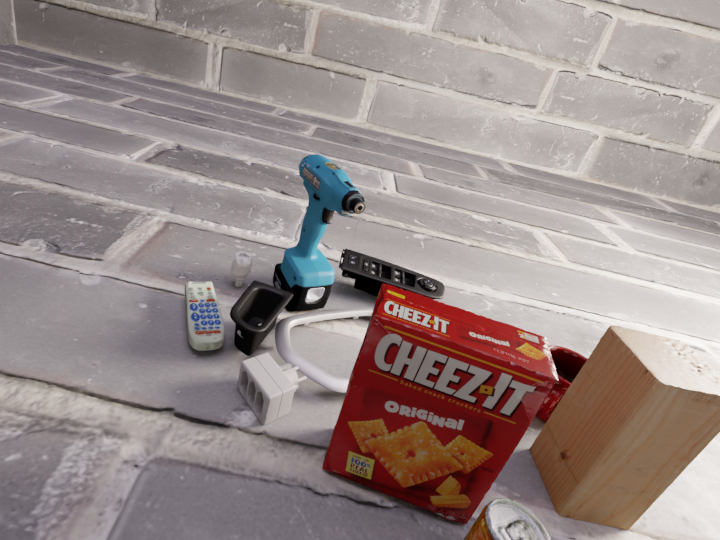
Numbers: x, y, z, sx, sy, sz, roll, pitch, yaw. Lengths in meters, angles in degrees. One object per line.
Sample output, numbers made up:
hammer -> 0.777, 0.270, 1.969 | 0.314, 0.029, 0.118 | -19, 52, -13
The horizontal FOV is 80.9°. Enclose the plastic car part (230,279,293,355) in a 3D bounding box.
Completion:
plastic car part -> -0.149, 0.075, 0.602 | 0.067, 0.070, 0.117 | 17, 28, 4

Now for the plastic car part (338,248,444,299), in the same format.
plastic car part -> 0.055, 0.024, 0.785 | 0.203, 0.066, 0.067 | 14, 28, 1

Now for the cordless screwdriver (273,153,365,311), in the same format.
cordless screwdriver -> -0.065, -0.043, 0.665 | 0.071, 0.245, 0.168 | -2, 32, -32

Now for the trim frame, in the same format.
trim frame -> -0.011, 0.110, 0.643 | 0.238, 0.027, 0.195 | -6, 34, -32
